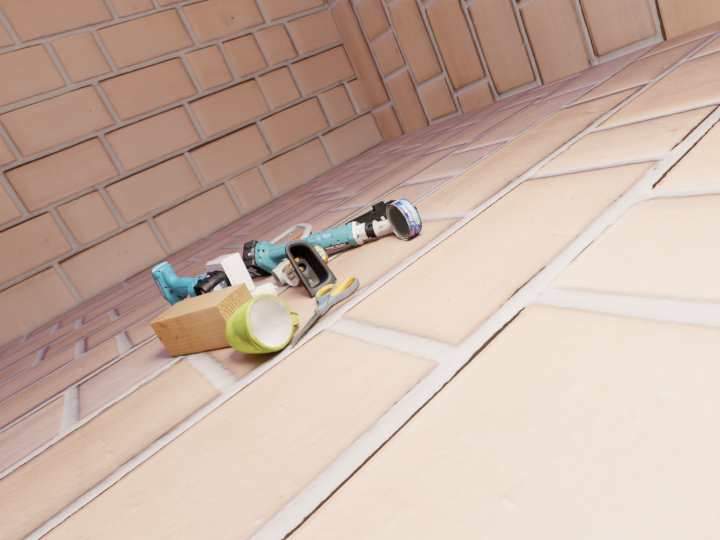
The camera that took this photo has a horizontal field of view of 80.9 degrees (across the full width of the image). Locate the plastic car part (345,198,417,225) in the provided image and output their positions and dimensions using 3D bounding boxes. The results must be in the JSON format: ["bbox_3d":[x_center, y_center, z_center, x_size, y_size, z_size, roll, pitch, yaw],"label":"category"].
[{"bbox_3d":[0.042,-0.135,1.092,0.201,0.065,0.069,-31,24,-8],"label":"plastic car part"}]

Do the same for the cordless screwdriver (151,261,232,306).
[{"bbox_3d":[-0.428,0.065,1.087,0.261,0.154,0.073,7,34,34],"label":"cordless screwdriver"}]

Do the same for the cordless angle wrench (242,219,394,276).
[{"bbox_3d":[-0.103,-0.068,1.056,0.436,0.076,0.093,-12,-25,24],"label":"cordless angle wrench"}]

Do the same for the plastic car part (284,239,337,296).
[{"bbox_3d":[-0.113,-0.005,0.876,0.065,0.118,0.071,-32,-8,-23],"label":"plastic car part"}]

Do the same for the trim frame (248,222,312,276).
[{"bbox_3d":[-0.241,-0.060,1.240,0.251,0.026,0.190,-31,26,11],"label":"trim frame"}]
